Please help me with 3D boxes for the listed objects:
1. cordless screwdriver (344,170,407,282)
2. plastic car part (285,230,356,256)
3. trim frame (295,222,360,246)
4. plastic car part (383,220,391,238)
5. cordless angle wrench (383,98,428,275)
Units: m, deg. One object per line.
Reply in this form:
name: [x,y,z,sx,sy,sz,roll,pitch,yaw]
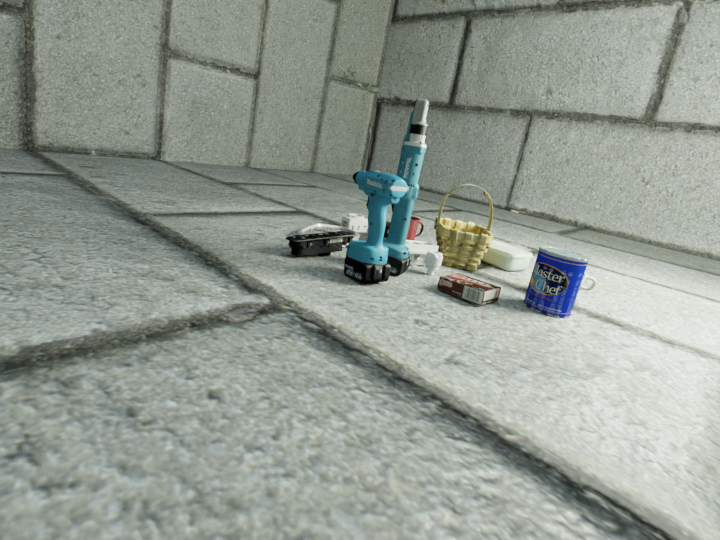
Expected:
cordless screwdriver: [0.017,-0.104,0.970,0.071,0.246,0.168,0,18,-36]
plastic car part: [-0.108,-0.070,1.102,0.194,0.066,0.070,-4,21,-39]
trim frame: [-0.095,-0.107,1.298,0.190,0.027,0.244,14,17,15]
plastic car part: [0.083,-0.119,1.360,0.066,0.070,0.119,9,16,-5]
cordless angle wrench: [0.109,-0.199,1.032,0.102,0.418,0.072,17,15,21]
